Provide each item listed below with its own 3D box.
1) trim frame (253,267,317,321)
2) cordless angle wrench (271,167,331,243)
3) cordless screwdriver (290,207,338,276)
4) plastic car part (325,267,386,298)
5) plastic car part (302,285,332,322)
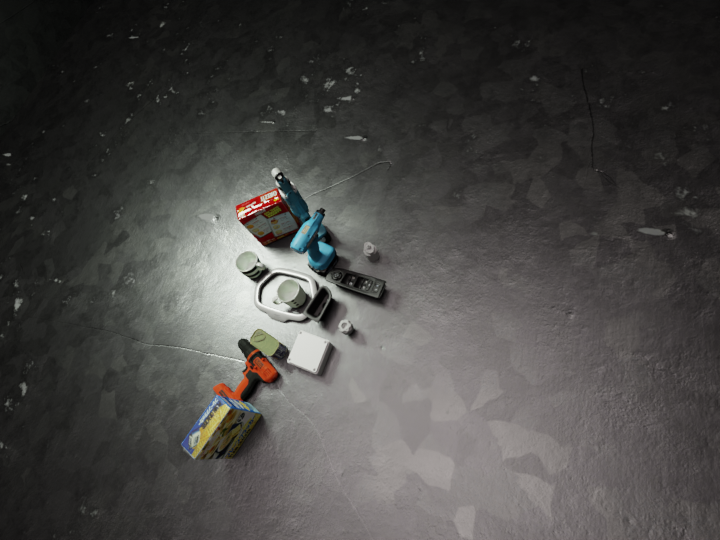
[{"bbox_3d":[-0.260,0.084,1.464,0.258,0.026,0.185,12,70,22],"label":"trim frame"},{"bbox_3d":[-0.196,-0.201,1.360,0.074,0.404,0.102,-35,64,-3],"label":"cordless angle wrench"},{"bbox_3d":[-0.135,-0.089,1.384,0.078,0.238,0.159,25,75,22],"label":"cordless screwdriver"},{"bbox_3d":[-0.015,0.042,1.385,0.212,0.064,0.066,18,72,23],"label":"plastic car part"},{"bbox_3d":[-0.126,0.115,1.383,0.069,0.068,0.116,26,76,24],"label":"plastic car part"}]
